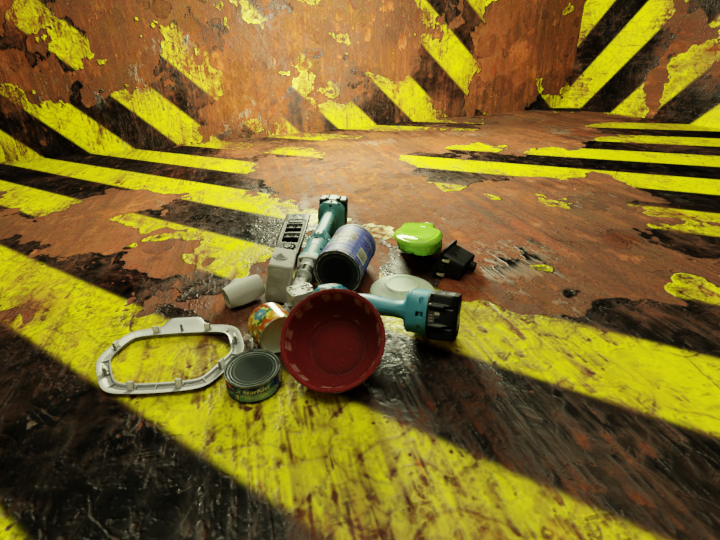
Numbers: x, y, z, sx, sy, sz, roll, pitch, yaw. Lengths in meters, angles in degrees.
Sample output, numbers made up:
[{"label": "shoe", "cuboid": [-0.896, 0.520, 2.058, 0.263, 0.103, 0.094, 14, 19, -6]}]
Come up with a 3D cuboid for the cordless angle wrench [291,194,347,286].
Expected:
[{"label": "cordless angle wrench", "cuboid": [-0.099, -0.065, 1.014, 0.075, 0.095, 0.428, 4, 32, 6]}]

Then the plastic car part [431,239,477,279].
[{"label": "plastic car part", "cuboid": [0.215, -0.019, 0.922, 0.074, 0.065, 0.113, 30, 36, 24]}]

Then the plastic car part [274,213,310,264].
[{"label": "plastic car part", "cuboid": [-0.171, -0.075, 1.058, 0.066, 0.065, 0.207, 5, 32, 0]}]

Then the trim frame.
[{"label": "trim frame", "cuboid": [-0.323, 0.139, 0.720, 0.249, 0.027, 0.189, -5, 27, 1]}]

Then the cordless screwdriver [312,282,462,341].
[{"label": "cordless screwdriver", "cuboid": [0.048, 0.061, 0.754, 0.256, 0.074, 0.155, 7, 2, 16]}]
